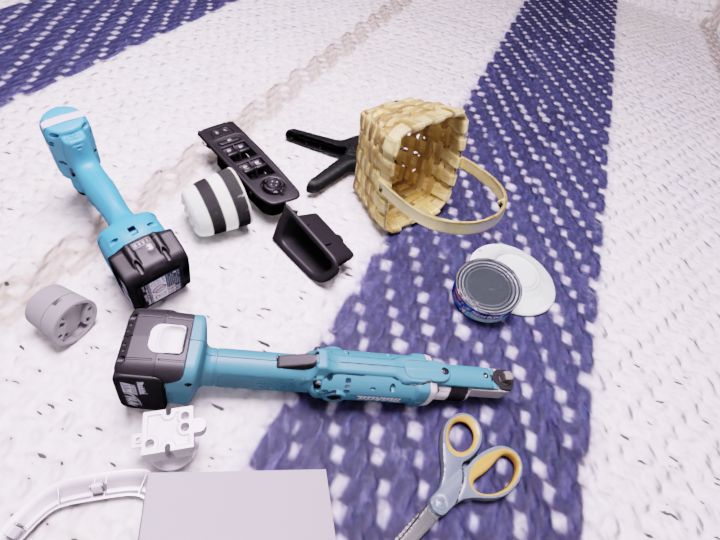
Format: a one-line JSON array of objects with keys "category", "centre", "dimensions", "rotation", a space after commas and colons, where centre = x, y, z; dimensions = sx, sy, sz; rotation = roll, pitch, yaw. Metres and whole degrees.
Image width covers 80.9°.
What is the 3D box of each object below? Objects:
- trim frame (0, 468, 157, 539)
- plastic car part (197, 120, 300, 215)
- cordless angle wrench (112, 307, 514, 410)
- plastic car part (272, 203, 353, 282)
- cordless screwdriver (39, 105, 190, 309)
[{"category": "trim frame", "centre": [-0.199, 0.277, 0.322], "dimensions": [0.180, 0.027, 0.259], "rotation": [-31, 64, -29]}, {"category": "plastic car part", "centre": [-0.175, -0.152, 0.654], "dimensions": [0.064, 0.066, 0.213], "rotation": [-25, 56, -37]}, {"category": "cordless angle wrench", "centre": [-0.031, 0.111, 0.459], "dimensions": [0.415, 0.096, 0.077], "rotation": [7, 50, -11]}, {"category": "plastic car part", "centre": [-0.058, -0.038, 0.594], "dimensions": [0.121, 0.065, 0.069], "rotation": [43, 41, 19]}, {"category": "cordless screwdriver", "centre": [-0.312, -0.067, 0.536], "dimensions": [0.073, 0.159, 0.254], "rotation": [-31, 78, -30]}]
